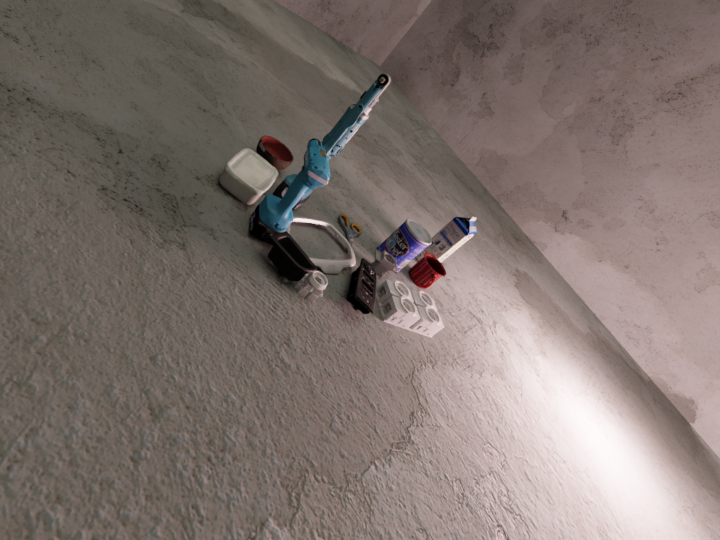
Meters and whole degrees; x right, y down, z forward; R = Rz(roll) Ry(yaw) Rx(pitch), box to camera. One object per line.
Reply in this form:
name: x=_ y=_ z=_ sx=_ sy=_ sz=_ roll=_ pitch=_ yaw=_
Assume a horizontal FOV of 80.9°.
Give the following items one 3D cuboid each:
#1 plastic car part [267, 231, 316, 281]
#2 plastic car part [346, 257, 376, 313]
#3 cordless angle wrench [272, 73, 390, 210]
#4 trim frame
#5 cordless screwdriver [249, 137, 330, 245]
plastic car part: x=-0.162 y=-0.021 z=0.937 sx=0.119 sy=0.071 sz=0.064 roll=51 pitch=30 yaw=12
plastic car part: x=0.003 y=0.042 z=1.060 sx=0.065 sy=0.068 sz=0.205 roll=37 pitch=30 yaw=-14
cordless angle wrench: x=-0.071 y=-0.321 z=1.075 sx=0.074 sy=0.427 sz=0.097 roll=46 pitch=30 yaw=-2
trim frame: x=-0.109 y=-0.071 z=1.111 sx=0.236 sy=0.028 sz=0.192 roll=4 pitch=48 yaw=-49
cordless screwdriver: x=-0.160 y=-0.183 z=0.967 sx=0.071 sy=0.251 sz=0.165 roll=27 pitch=35 yaw=-30
